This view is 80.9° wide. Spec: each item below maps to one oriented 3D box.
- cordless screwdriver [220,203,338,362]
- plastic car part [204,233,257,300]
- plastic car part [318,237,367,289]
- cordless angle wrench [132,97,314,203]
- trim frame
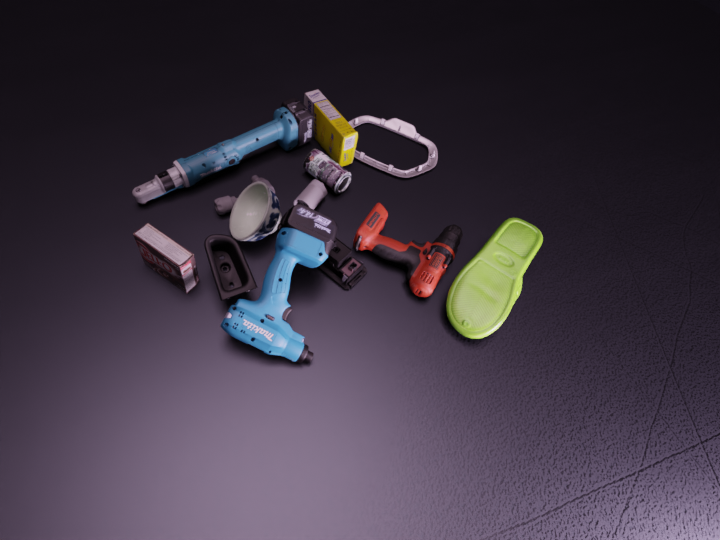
[{"bbox_3d":[-0.110,0.022,0.721,0.156,0.075,0.250,28,72,-11],"label":"cordless screwdriver"},{"bbox_3d":[-0.240,-0.004,0.762,0.064,0.071,0.119,-19,76,-23],"label":"plastic car part"},{"bbox_3d":[-0.080,-0.053,0.823,0.211,0.065,0.066,37,65,21],"label":"plastic car part"},{"bbox_3d":[-0.292,-0.253,0.922,0.416,0.096,0.077,-33,71,-21],"label":"cordless angle wrench"},{"bbox_3d":[0.070,-0.311,1.036,0.255,0.027,0.184,26,56,14],"label":"trim frame"}]
